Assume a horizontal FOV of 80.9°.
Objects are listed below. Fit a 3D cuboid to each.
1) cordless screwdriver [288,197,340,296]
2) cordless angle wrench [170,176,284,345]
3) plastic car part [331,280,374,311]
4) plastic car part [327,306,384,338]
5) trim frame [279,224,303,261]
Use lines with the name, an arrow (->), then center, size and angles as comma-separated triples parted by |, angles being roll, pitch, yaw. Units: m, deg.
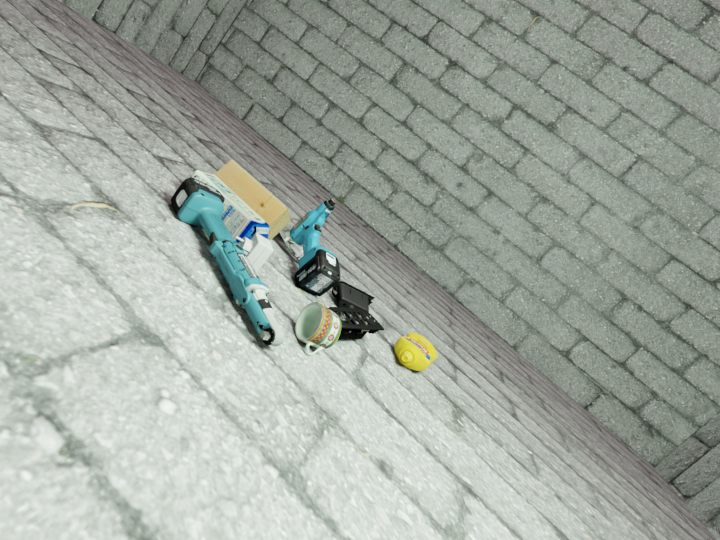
cordless screwdriver -> -0.104, -0.068, 1.062 | 0.070, 0.161, 0.260 | 32, 27, -35
cordless angle wrench -> -0.243, -0.025, 0.785 | 0.092, 0.074, 0.446 | 24, 21, -52
plastic car part -> -0.023, 0.085, 1.082 | 0.111, 0.066, 0.074 | 29, 29, -27
plastic car part -> -0.025, 0.116, 0.906 | 0.069, 0.067, 0.193 | 53, 13, 24
trim frame -> -0.162, -0.067, 1.245 | 0.186, 0.028, 0.245 | 50, 10, 2
